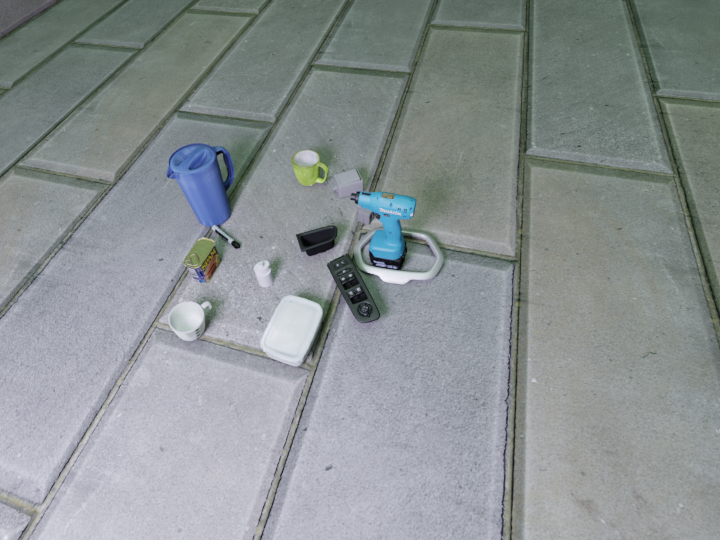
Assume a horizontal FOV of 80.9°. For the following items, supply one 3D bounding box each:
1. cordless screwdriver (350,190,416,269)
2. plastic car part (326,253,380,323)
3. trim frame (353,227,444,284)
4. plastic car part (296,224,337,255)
[{"bbox_3d":[0.053,-0.109,1.101,0.163,0.240,0.075,14,55,12],"label":"cordless screwdriver"},{"bbox_3d":[-0.018,0.057,1.093,0.065,0.065,0.213,-22,54,-13],"label":"plastic car part"},{"bbox_3d":[0.105,-0.045,1.182,0.253,0.026,0.187,7,54,10],"label":"trim frame"},{"bbox_3d":[-0.117,-0.077,1.200,0.115,0.068,0.069,-15,54,-7],"label":"plastic car part"}]
